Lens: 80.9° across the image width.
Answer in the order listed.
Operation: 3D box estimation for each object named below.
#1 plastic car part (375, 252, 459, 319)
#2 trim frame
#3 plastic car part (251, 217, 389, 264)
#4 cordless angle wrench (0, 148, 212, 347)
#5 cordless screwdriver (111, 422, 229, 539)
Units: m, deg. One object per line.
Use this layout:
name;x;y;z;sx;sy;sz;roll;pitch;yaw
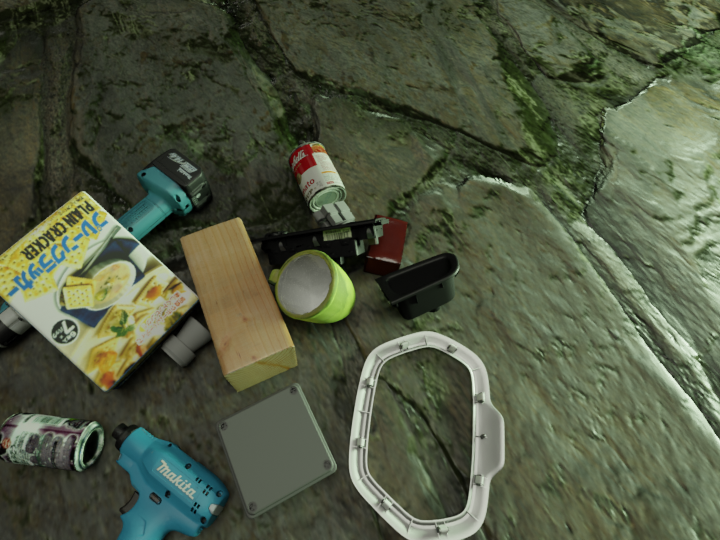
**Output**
plastic car part;0.091;0.030;0.599;0.116;0.068;0.069;-20;32;-5
trim frame;0.084;0.194;0.531;0.186;0.027;0.253;10;59;5
plastic car part;-0.061;-0.040;0.620;0.209;0.066;0.065;-2;14;21
cordless angle wrench;-0.406;-0.018;0.632;0.101;0.072;0.420;35;68;16
cordless screwdriver;-0.275;0.302;0.444;0.164;0.072;0.248;27;60;14
